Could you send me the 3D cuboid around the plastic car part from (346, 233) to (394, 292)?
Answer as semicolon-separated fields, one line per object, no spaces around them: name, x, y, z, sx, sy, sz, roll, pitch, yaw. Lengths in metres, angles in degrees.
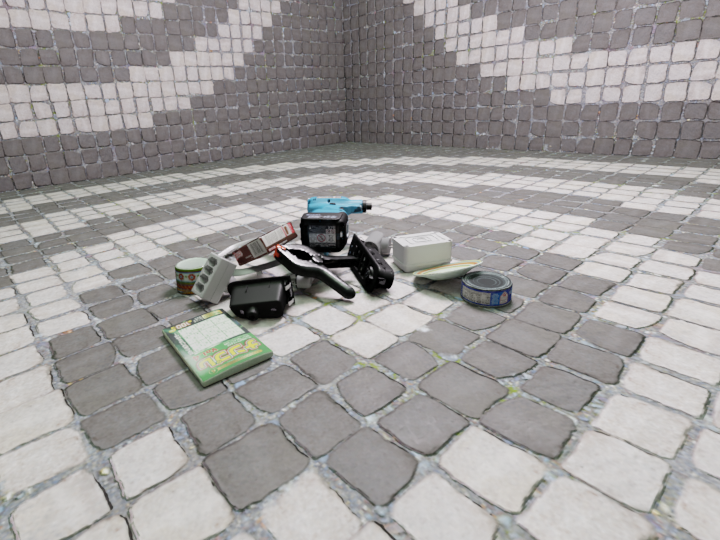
plastic car part;0.020;-0.010;0.860;0.065;0.066;0.209;19;15;-17

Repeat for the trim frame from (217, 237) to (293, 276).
trim frame;-0.239;-0.034;0.952;0.180;0.027;0.262;-30;26;-31

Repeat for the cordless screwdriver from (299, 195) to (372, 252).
cordless screwdriver;-0.051;-0.117;0.952;0.160;0.072;0.253;-1;23;2

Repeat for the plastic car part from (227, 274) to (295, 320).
plastic car part;-0.175;0.056;0.732;0.117;0.064;0.073;-6;35;0

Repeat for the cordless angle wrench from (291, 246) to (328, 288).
cordless angle wrench;-0.097;-0.063;0.991;0.099;0.072;0.429;-2;25;4
